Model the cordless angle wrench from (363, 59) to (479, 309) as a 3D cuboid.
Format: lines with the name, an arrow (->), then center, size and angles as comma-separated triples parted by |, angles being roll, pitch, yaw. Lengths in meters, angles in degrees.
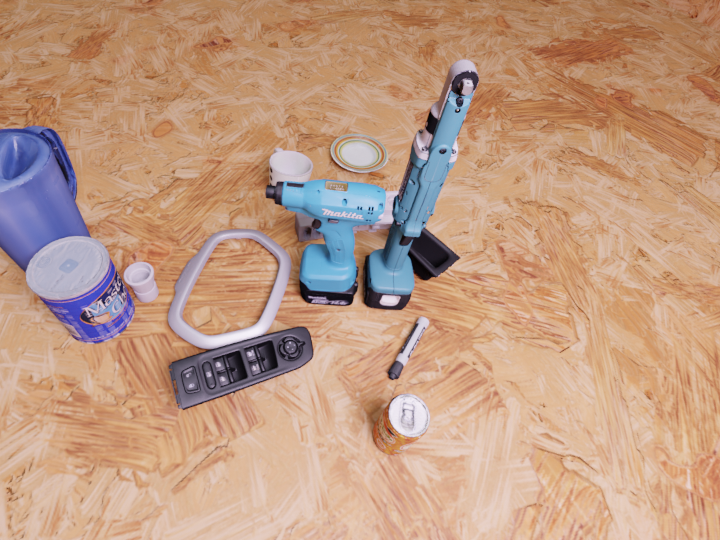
cordless angle wrench -> 0.073, -0.086, 0.584 | 0.074, 0.414, 0.101 | 5, 54, -7

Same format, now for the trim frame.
trim frame -> -0.219, 0.022, 0.717 | 0.185, 0.027, 0.253 | 11, 53, 3

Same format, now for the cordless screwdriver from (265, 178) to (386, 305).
cordless screwdriver -> -0.063, -0.041, 0.643 | 0.159, 0.243, 0.076 | 8, 54, -4

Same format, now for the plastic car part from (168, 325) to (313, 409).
plastic car part -> -0.162, 0.140, 0.609 | 0.198, 0.065, 0.069 | -17, 58, -18

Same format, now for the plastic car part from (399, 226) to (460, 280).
plastic car part -> 0.105, -0.029, 0.759 | 0.065, 0.069, 0.122 | -32, 63, -27
